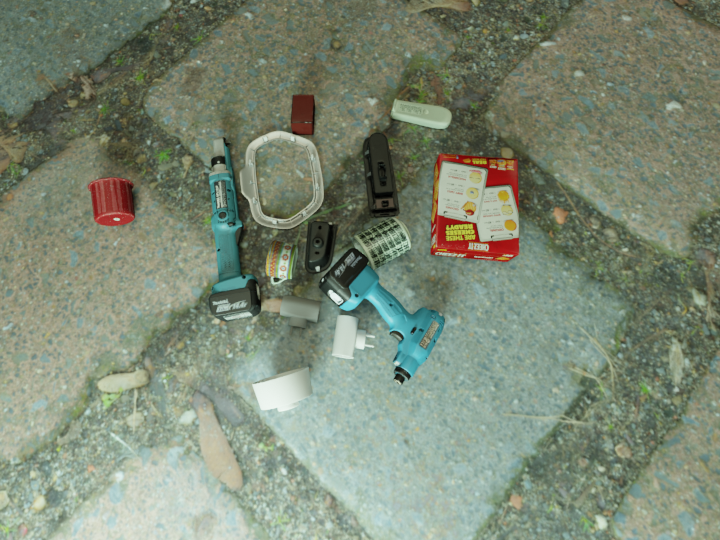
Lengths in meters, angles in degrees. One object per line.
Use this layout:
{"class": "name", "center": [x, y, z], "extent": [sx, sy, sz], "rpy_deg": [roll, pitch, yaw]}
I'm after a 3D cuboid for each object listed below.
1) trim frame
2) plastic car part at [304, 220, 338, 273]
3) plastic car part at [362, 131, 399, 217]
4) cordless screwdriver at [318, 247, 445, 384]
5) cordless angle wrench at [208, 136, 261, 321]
{"class": "trim frame", "center": [-0.180, -0.211, 0.960], "extent": [0.184, 0.027, 0.253], "rpy_deg": [-9, 74, 1]}
{"class": "plastic car part", "center": [-0.086, -0.057, 0.884], "extent": [0.066, 0.069, 0.118], "rpy_deg": [5, 70, 3]}
{"class": "plastic car part", "center": [0.042, -0.222, 0.937], "extent": [0.067, 0.065, 0.208], "rpy_deg": [-8, 70, 5]}
{"class": "cordless screwdriver", "center": [0.030, 0.084, 0.803], "extent": [0.249, 0.074, 0.158], "rpy_deg": [38, 63, 0]}
{"class": "cordless angle wrench", "center": [-0.289, -0.108, 0.913], "extent": [0.098, 0.072, 0.434], "rpy_deg": [-11, 70, -3]}
